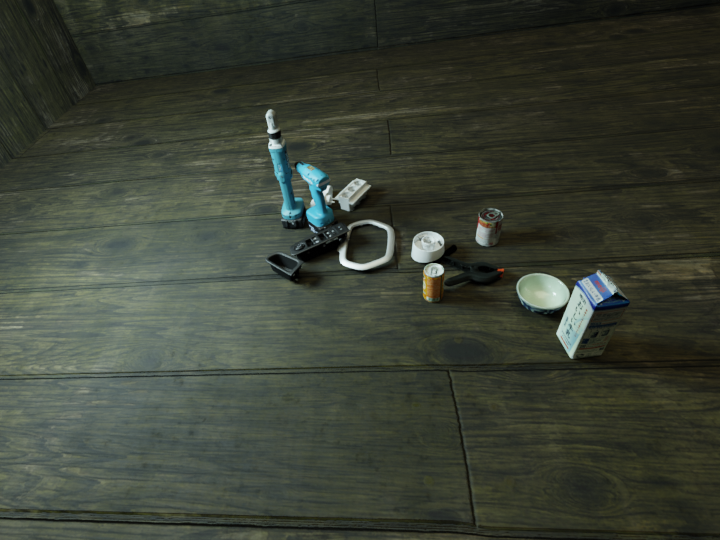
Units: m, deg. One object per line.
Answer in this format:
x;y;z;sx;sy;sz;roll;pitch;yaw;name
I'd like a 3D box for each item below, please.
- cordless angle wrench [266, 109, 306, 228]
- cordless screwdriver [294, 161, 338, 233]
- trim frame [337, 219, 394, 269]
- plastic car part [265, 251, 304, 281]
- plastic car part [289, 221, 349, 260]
-0.251;-0.322;1.387;0.075;0.406;0.100;0;44;7;cordless angle wrench
-0.153;-0.240;1.404;0.073;0.239;0.168;-30;48;-23;cordless screwdriver
0.017;-0.087;1.368;0.188;0.026;0.254;-1;45;10;trim frame
-0.233;-0.007;1.306;0.122;0.068;0.065;23;52;29;plastic car part
-0.134;-0.088;1.371;0.200;0.064;0.070;-22;45;-12;plastic car part
